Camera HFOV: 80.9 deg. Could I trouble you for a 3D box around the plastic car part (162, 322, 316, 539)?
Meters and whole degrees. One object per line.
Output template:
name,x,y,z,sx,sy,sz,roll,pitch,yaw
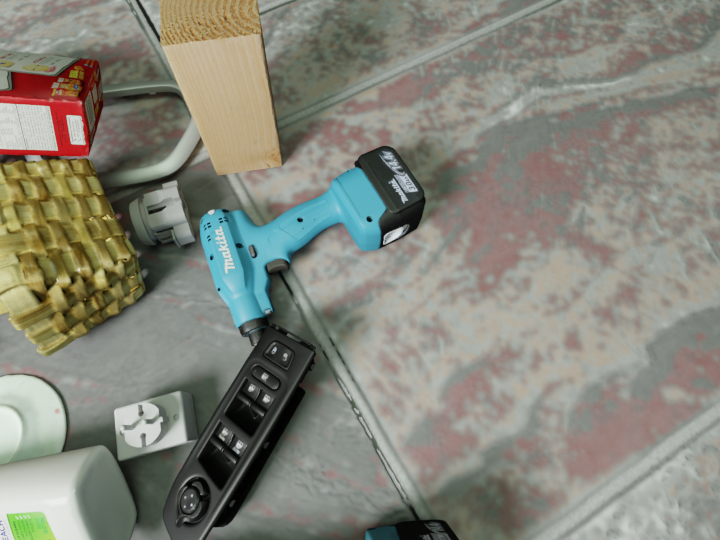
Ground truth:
plastic car part,-0.109,0.156,0.401,0.070,0.064,0.203,23,70,28

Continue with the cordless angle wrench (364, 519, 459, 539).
cordless angle wrench,-0.128,0.275,0.343,0.424,0.095,0.076,-7,73,2

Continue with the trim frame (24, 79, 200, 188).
trim frame,-0.331,-0.190,0.574,0.248,0.027,0.189,-11,69,-2

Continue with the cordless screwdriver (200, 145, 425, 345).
cordless screwdriver,-0.047,-0.031,0.477,0.248,0.072,0.164,-23,70,-4
